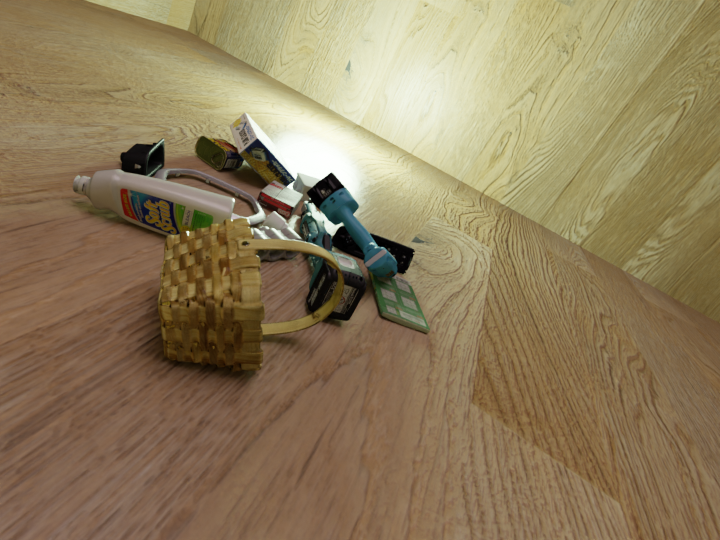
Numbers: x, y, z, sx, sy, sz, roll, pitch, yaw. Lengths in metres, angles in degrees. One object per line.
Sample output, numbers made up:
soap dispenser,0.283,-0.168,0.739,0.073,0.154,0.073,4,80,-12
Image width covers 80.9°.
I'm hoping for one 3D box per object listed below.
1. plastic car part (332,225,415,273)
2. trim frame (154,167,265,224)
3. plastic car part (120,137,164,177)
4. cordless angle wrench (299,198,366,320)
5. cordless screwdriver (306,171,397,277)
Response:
plastic car part,0.025,-0.059,1.009,0.196,0.066,0.069,18,17,-18
trim frame,-0.321,-0.161,0.914,0.245,0.027,0.188,25,24,-9
plastic car part,-0.464,-0.236,0.889,0.070,0.065,0.119,9,31,-5
cordless angle wrench,-0.086,-0.056,0.878,0.072,0.097,0.441,18,22,-23
cordless screwdriver,-0.007,-0.088,0.911,0.258,0.075,0.152,54,8,21
